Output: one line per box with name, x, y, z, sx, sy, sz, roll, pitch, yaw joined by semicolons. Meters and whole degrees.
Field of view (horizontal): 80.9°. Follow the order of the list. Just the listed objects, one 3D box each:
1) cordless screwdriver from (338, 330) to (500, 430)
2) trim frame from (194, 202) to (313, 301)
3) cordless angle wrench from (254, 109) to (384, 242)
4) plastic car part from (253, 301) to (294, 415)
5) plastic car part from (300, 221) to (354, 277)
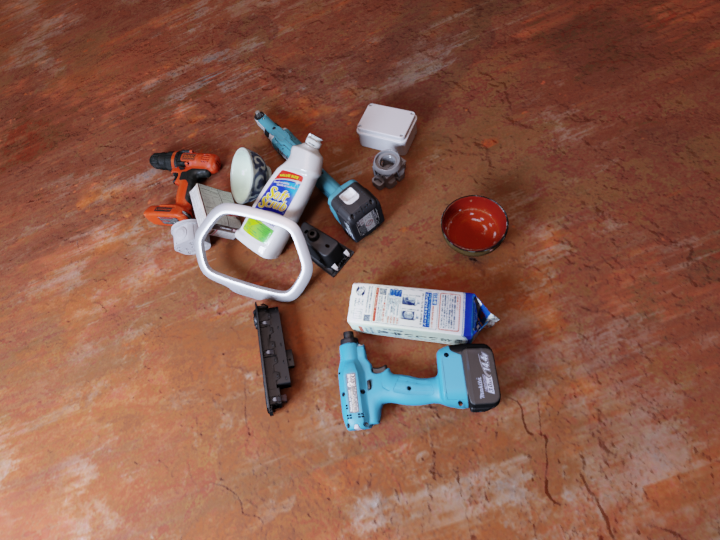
cordless screwdriver;0.085;0.161;0.685;0.253;0.071;0.164;-12;64;12
trim frame;-0.208;-0.030;0.810;0.254;0.027;0.182;15;106;11
cordless angle wrench;-0.115;-0.229;0.908;0.074;0.093;0.445;-39;59;-7
plastic car part;-0.157;0.146;0.757;0.067;0.064;0.210;-16;63;-6
plastic car part;-0.080;-0.053;0.823;0.121;0.068;0.066;36;77;21
